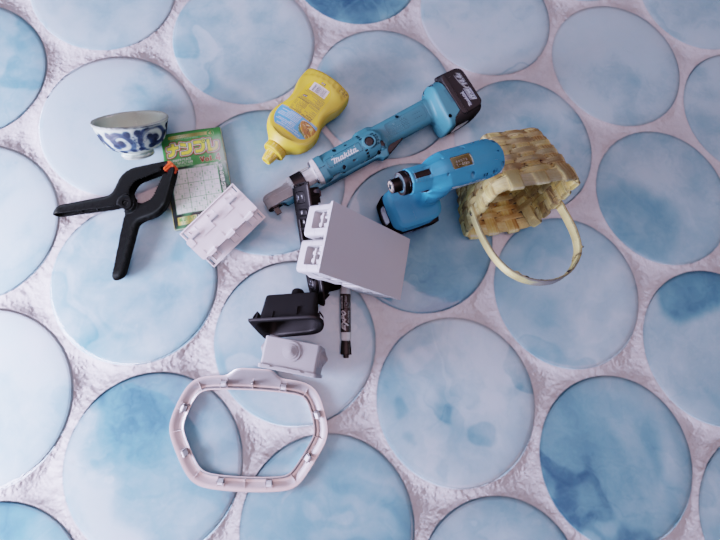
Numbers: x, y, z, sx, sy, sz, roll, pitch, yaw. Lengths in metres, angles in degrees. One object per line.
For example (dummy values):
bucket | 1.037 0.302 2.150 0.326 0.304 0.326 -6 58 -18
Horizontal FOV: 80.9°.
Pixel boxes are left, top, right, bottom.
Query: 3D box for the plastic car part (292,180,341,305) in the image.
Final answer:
plastic car part | -0.069 -0.045 0.704 0.064 0.069 0.202 -7 95 -35

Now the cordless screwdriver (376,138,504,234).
cordless screwdriver | 0.084 -0.113 0.646 0.156 0.250 0.075 -18 85 -16

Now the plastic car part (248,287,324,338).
plastic car part | -0.111 0.064 0.681 0.119 0.063 0.073 -9 53 15

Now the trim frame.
trim frame | -0.175 0.249 0.666 0.248 0.027 0.186 4 77 -2

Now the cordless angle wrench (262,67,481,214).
cordless angle wrench | 0.014 -0.221 0.757 0.420 0.074 0.099 -31 87 -7
